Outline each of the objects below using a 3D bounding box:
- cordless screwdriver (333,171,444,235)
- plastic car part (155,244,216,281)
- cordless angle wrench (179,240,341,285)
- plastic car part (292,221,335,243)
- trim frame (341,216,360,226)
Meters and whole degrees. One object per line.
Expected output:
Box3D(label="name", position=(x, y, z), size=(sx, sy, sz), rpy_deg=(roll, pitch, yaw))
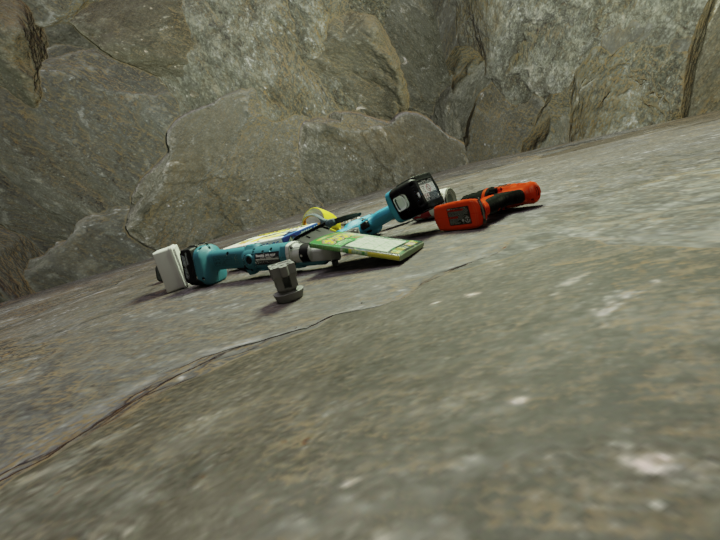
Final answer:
Box3D(label="cordless screwdriver", position=(0.048, -0.122, 0.935), size=(0.154, 0.075, 0.255), rpy_deg=(-26, 0, -41))
Box3D(label="plastic car part", position=(-0.547, -0.020, 1.337), size=(0.197, 0.066, 0.069), rpy_deg=(-22, 2, -27))
Box3D(label="cordless angle wrench", position=(-0.224, -0.026, 0.912), size=(0.441, 0.097, 0.072), rpy_deg=(-3, 11, 33))
Box3D(label="plastic car part", position=(-0.098, -0.064, 1.003), size=(0.075, 0.064, 0.113), rpy_deg=(11, 29, 37))
Box3D(label="trim frame", position=(0.060, -0.148, 1.168), size=(0.242, 0.027, 0.190), rpy_deg=(-10, 7, -18))
